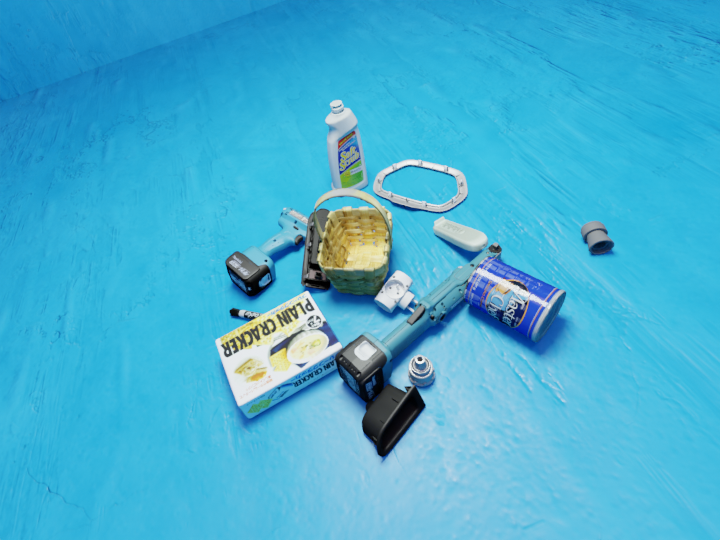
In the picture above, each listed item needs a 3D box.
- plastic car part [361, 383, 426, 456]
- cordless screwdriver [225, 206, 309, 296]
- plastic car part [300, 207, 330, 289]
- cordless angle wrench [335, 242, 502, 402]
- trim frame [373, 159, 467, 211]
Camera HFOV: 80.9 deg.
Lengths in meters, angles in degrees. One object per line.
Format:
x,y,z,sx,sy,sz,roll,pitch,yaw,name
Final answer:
0.044,0.240,0.712,0.115,0.063,0.075,-44,38,-18,plastic car part
-0.188,-0.042,1.007,0.166,0.072,0.246,29,59,23,cordless screwdriver
-0.094,-0.062,0.966,0.066,0.066,0.208,5,59,-5,plastic car part
0.135,0.075,0.811,0.417,0.094,0.078,-37,51,-22,cordless angle wrench
0.153,-0.225,1.096,0.261,0.026,0.183,23,61,29,trim frame
